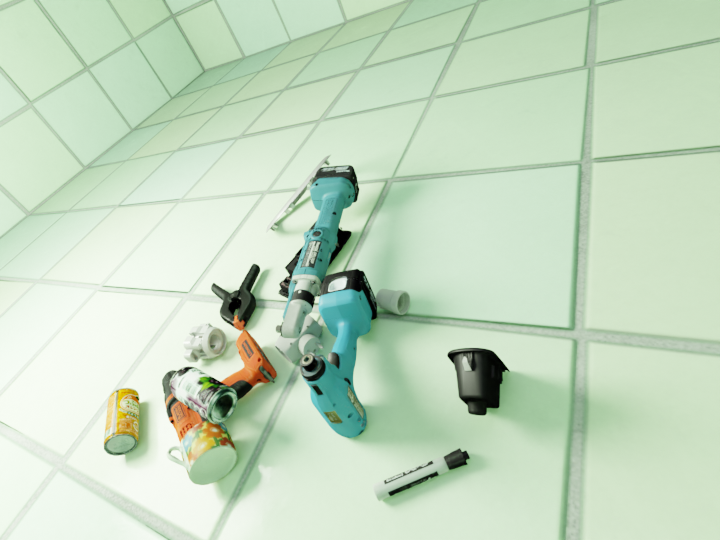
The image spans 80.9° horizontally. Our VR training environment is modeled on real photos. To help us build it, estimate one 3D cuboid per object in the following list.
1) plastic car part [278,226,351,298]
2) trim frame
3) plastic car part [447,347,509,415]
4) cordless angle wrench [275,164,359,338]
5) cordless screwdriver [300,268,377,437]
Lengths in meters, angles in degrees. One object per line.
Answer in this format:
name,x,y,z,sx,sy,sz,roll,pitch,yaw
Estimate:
plastic car part,-0.099,-0.031,0.884,0.070,0.064,0.201,10,49,47
trim frame,-0.149,-0.186,1.031,0.248,0.027,0.188,-53,13,-3
plastic car part,0.144,0.141,0.520,0.068,0.110,0.072,-6,67,25
cordless angle wrench,-0.079,-0.052,0.805,0.100,0.071,0.431,-2,46,14
cordless screwdriver,-0.033,0.095,0.630,0.076,0.152,0.255,-14,39,16
